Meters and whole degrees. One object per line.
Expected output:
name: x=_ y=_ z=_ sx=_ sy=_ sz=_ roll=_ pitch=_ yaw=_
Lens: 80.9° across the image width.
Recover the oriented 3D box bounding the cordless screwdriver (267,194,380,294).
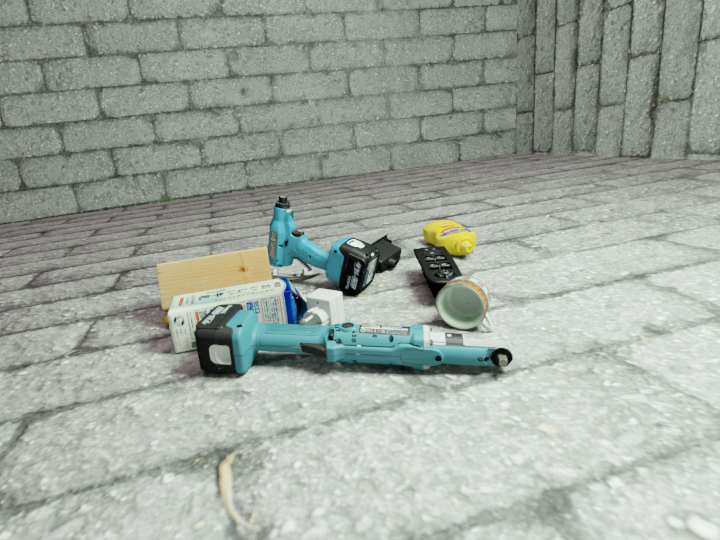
cordless screwdriver: x=-0.086 y=-0.056 z=0.878 sx=0.260 sy=0.156 sz=0.072 roll=19 pitch=25 yaw=25

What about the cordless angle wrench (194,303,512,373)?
cordless angle wrench: x=-0.019 y=0.102 z=0.588 sx=0.432 sy=0.073 sz=0.098 roll=1 pitch=18 yaw=13

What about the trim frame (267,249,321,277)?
trim frame: x=-0.192 y=-0.023 z=1.037 sx=0.178 sy=0.027 sz=0.259 roll=-2 pitch=14 yaw=-21

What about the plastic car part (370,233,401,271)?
plastic car part: x=0.053 y=-0.029 z=0.968 sx=0.074 sy=0.064 sz=0.114 roll=21 pitch=32 yaw=27

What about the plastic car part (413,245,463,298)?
plastic car part: x=0.146 y=0.005 z=0.808 sx=0.066 sy=0.066 sz=0.205 roll=2 pitch=15 yaw=-1
